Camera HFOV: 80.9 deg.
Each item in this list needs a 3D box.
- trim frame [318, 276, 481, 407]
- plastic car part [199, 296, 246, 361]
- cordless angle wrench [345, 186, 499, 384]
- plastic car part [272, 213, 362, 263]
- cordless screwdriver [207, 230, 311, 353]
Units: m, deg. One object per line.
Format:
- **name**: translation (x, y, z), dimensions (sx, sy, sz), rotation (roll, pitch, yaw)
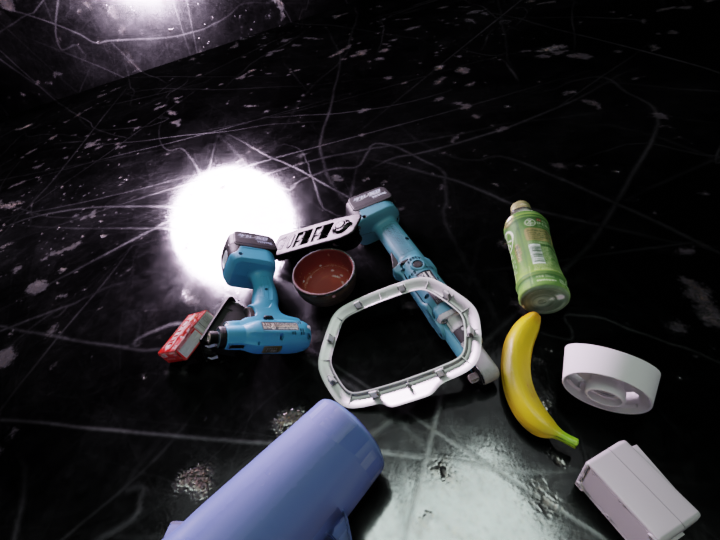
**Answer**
- **trim frame**: translation (0.049, 0.103, 0.619), dimensions (0.252, 0.026, 0.192), rotation (-21, 53, 11)
- **plastic car part**: translation (-0.214, 0.100, 0.723), dimensions (0.072, 0.064, 0.117), rotation (16, 46, 9)
- **cordless angle wrench**: translation (0.095, 0.006, 0.716), dimensions (0.097, 0.071, 0.445), rotation (-23, 46, -8)
- **plastic car part**: translation (-0.079, -0.052, 0.807), dimensions (0.210, 0.064, 0.067), rotation (-17, 31, 34)
- **cordless screwdriver**: translation (-0.192, 0.035, 0.716), dimensions (0.152, 0.074, 0.262), rotation (5, 38, -32)
